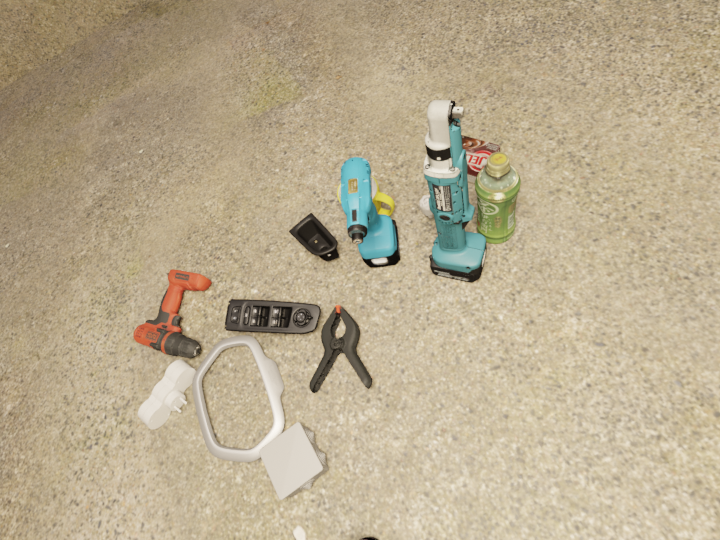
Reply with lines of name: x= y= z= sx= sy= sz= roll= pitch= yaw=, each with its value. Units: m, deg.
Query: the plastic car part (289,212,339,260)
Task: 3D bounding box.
plastic car part: x=-0.090 y=-0.059 z=0.918 sx=0.066 sy=0.067 sz=0.123 roll=-41 pitch=58 yaw=-5

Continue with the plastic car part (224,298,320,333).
plastic car part: x=-0.174 y=0.101 z=0.866 sx=0.209 sy=0.064 sz=0.067 roll=-1 pitch=63 yaw=19

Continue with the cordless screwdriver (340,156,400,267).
cordless screwdriver: x=0.018 y=-0.075 z=0.786 sx=0.076 sy=0.237 sz=0.163 roll=-8 pitch=61 yaw=13

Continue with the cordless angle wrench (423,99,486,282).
cordless angle wrench: x=0.140 y=-0.102 z=0.657 sx=0.102 sy=0.403 sz=0.075 roll=13 pitch=68 yaw=22

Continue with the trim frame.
trim frame: x=-0.241 y=0.247 z=0.835 sx=0.184 sy=0.026 sz=0.260 roll=-31 pitch=57 yaw=2
